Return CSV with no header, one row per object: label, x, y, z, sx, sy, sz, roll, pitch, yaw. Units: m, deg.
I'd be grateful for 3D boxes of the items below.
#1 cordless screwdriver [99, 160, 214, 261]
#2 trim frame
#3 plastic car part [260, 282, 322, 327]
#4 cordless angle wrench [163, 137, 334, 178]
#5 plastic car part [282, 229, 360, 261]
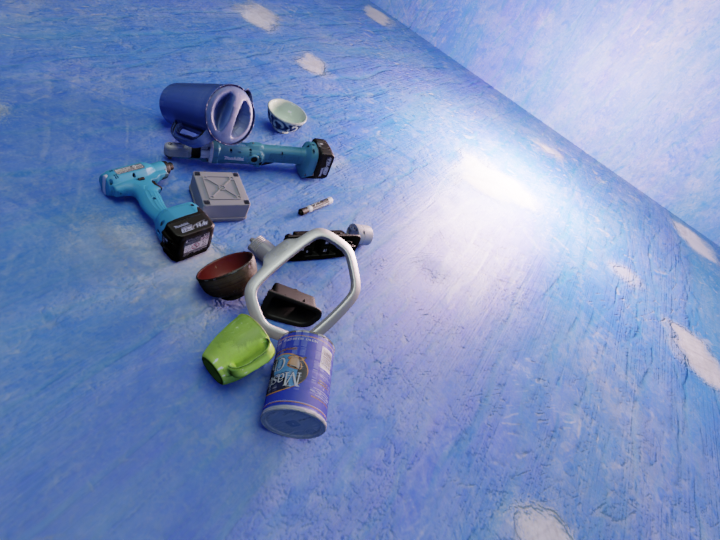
cordless screwdriver,-0.394,-0.139,0.868,0.257,0.074,0.155,40,43,16
trim frame,-0.102,0.027,0.795,0.245,0.028,0.182,-43,97,-25
plastic car part,-0.137,0.062,0.832,0.113,0.066,0.074,19,30,-20
cordless angle wrench,-0.274,-0.295,1.070,0.407,0.097,0.078,-3,50,-27
plastic car part,-0.095,-0.062,0.972,0.195,0.065,0.071,-2,27,-29
